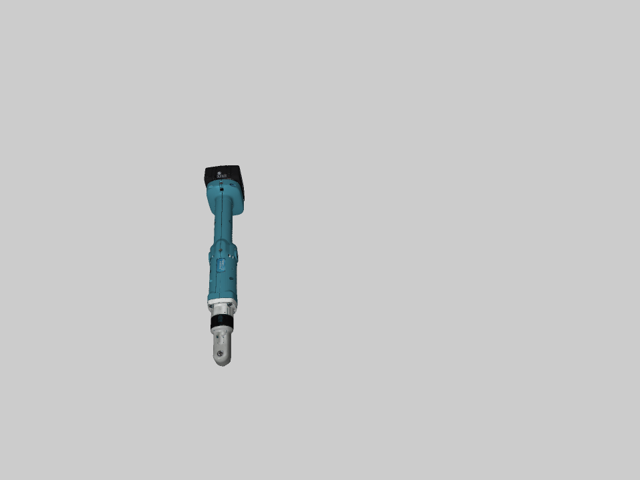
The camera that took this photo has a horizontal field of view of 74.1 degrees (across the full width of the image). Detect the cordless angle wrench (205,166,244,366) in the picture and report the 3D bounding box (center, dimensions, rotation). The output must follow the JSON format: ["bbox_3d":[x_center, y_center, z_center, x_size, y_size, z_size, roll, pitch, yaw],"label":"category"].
[{"bbox_3d":[-0.189,0.033,0.827,0.074,0.421,0.098,-5,-34,-4],"label":"cordless angle wrench"}]
